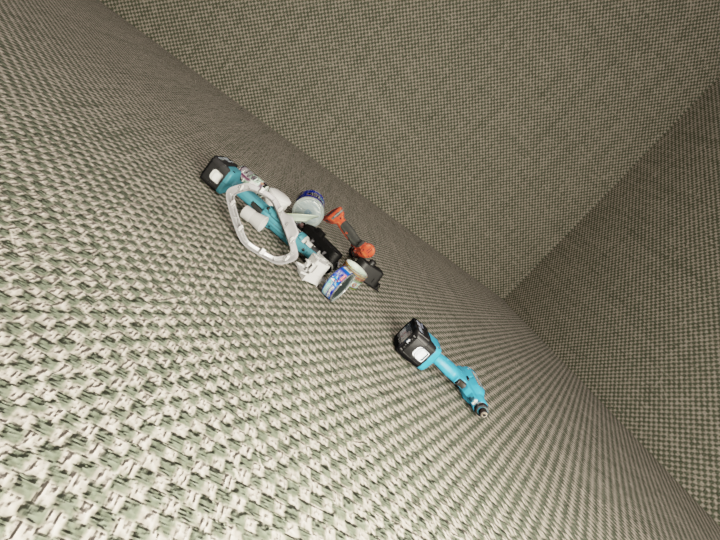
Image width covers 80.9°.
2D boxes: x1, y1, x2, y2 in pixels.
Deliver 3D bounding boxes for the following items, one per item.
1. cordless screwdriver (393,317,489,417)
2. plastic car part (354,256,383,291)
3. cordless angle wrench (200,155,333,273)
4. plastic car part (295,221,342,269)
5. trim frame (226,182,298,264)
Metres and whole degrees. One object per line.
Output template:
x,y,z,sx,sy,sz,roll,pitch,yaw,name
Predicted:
0.197,0.232,0.997,0.243,0.075,0.162,39,14,-12,cordless screwdriver
0.025,0.001,1.301,0.112,0.071,0.068,36,13,-23,plastic car part
-0.235,-0.139,1.115,0.426,0.074,0.097,41,14,3,cordless angle wrench
-0.120,-0.078,1.225,0.212,0.067,0.063,49,10,27,plastic car part
-0.229,-0.118,1.010,0.174,0.028,0.259,9,46,-45,trim frame
